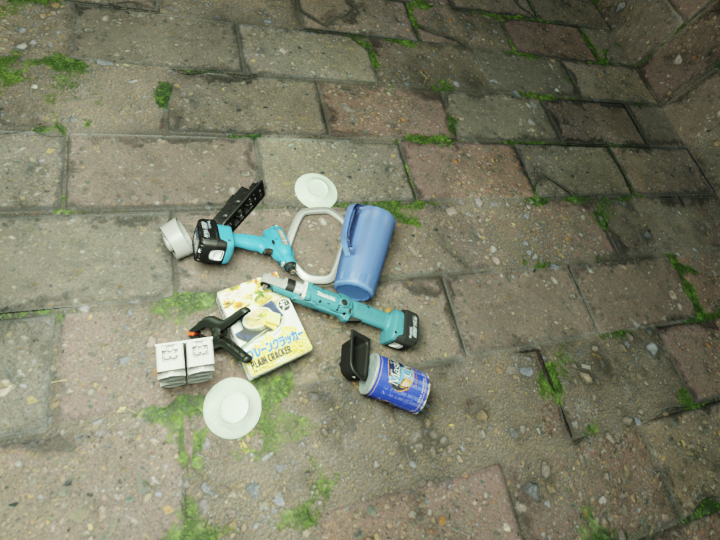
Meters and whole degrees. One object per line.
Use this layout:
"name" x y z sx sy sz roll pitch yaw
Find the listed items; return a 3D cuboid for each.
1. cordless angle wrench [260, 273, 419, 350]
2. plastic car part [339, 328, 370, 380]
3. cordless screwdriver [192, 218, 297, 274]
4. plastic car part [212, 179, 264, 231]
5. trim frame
"cordless angle wrench" -0.050 0.091 1.056 0.411 0.075 0.100 22 57 -16
"plastic car part" -0.022 0.217 1.040 0.063 0.072 0.119 31 47 -27
"cordless screwdriver" -0.280 -0.052 1.043 0.238 0.074 0.167 1 41 -34
"plastic car part" -0.335 -0.168 1.138 0.068 0.065 0.204 25 60 3
"trim frame" -0.116 -0.076 1.182 0.182 0.027 0.252 19 59 -7
